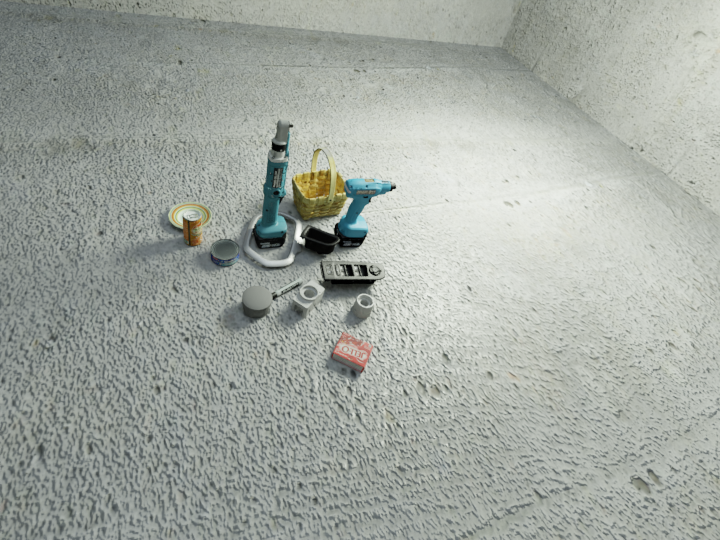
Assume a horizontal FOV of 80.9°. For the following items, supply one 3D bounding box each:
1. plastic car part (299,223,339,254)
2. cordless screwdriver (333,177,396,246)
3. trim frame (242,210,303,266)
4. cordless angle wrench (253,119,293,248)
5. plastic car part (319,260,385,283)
[{"bbox_3d":[-0.129,-0.084,1.321,0.119,0.069,0.066,23,45,8],"label":"plastic car part"},{"bbox_3d":[0.009,-0.184,1.326,0.155,0.244,0.078,-3,49,-20],"label":"cordless screwdriver"},{"bbox_3d":[-0.271,-0.104,1.337,0.183,0.027,0.255,9,45,-5],"label":"trim frame"},{"bbox_3d":[-0.243,-0.234,1.196,0.095,0.416,0.078,-5,50,-22],"label":"cordless angle wrench"},{"bbox_3d":[-0.023,0.014,1.253,0.198,0.066,0.069,-2,48,-15],"label":"plastic car part"}]
